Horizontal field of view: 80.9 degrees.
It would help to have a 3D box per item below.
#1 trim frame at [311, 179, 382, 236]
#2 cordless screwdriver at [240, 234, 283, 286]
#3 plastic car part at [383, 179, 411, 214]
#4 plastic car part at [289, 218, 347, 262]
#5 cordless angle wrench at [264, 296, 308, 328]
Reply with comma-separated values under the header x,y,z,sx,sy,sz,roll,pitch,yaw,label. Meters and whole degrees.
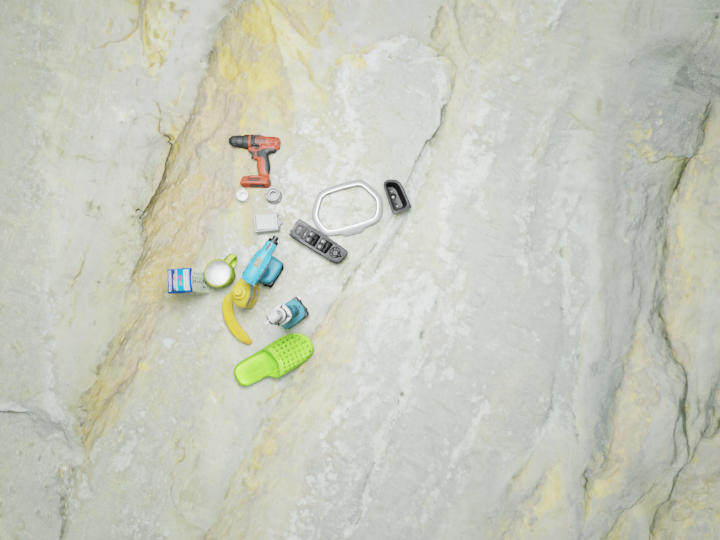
x,y,z,sx,sy,sz,roll,pitch,yaw,label
-0.047,-0.212,1.459,0.249,0.027,0.186,-16,82,0,trim frame
-0.293,-0.025,1.335,0.075,0.247,0.159,32,85,1,cordless screwdriver
0.118,-0.249,1.435,0.066,0.070,0.118,-20,83,-2,plastic car part
-0.140,-0.091,1.427,0.206,0.066,0.066,32,85,6,plastic car part
-0.218,0.127,1.223,0.098,0.420,0.075,-37,88,-5,cordless angle wrench
